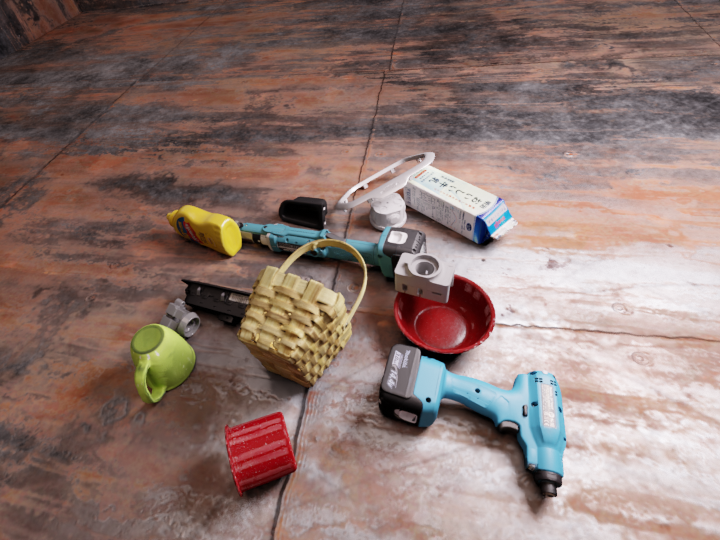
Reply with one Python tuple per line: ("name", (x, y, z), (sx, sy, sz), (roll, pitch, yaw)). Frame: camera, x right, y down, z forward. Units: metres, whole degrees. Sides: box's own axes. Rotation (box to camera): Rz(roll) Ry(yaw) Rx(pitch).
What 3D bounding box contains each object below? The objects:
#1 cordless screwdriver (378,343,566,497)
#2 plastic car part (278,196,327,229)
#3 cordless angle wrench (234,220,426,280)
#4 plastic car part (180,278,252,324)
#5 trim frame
("cordless screwdriver", (0.150, 0.200, 0.593), (0.255, 0.072, 0.161), (9, 50, 12))
("plastic car part", (-0.123, -0.144, 0.971), (0.122, 0.064, 0.070), (14, 36, 25))
("cordless angle wrench", (-0.085, -0.055, 0.865), (0.440, 0.094, 0.074), (10, 49, 24))
("plastic car part", (-0.257, 0.063, 0.804), (0.211, 0.063, 0.067), (15, 77, 20))
("trim frame", (0.051, -0.196, 0.940), (0.250, 0.027, 0.189), (-27, 20, 5))
